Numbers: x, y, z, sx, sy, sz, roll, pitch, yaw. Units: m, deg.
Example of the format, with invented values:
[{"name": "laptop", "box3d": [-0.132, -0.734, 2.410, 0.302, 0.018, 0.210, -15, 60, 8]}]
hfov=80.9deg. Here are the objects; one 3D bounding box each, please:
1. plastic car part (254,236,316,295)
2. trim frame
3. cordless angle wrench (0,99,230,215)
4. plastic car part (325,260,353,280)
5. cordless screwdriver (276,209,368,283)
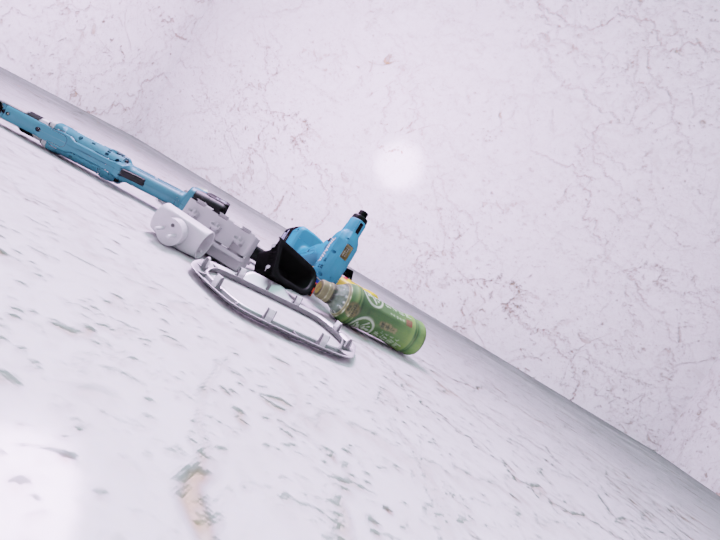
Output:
[{"name": "plastic car part", "box3d": [-0.130, 0.003, 0.688, 0.074, 0.067, 0.110, -2, -27, 26]}, {"name": "trim frame", "box3d": [-0.105, 0.045, 0.549, 0.238, 0.027, 0.192, 28, 2, -25]}, {"name": "cordless angle wrench", "box3d": [-0.441, -0.186, 0.753, 0.413, 0.074, 0.100, 28, 3, -13]}, {"name": "plastic car part", "box3d": [-0.089, 0.006, 1.166, 0.070, 0.066, 0.193, 21, -2, 26]}, {"name": "cordless screwdriver", "box3d": [-0.086, -0.057, 0.885, 0.071, 0.159, 0.260, 39, -15, -29]}]
